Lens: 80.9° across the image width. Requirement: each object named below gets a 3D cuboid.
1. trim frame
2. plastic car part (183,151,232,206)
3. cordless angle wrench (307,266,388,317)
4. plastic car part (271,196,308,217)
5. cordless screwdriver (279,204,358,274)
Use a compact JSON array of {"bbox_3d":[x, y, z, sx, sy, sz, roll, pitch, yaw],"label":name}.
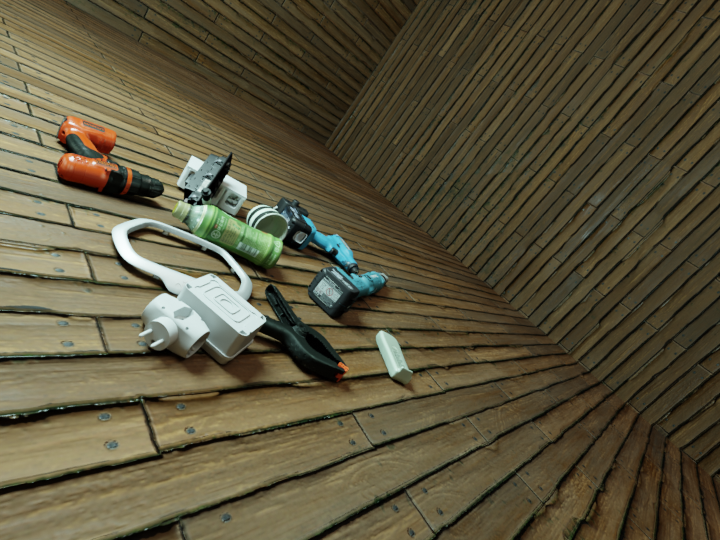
[{"bbox_3d":[-0.290,-0.016,0.709,0.236,0.027,0.194,27,18,-33],"label":"trim frame"},{"bbox_3d":[-0.333,-0.191,0.912,0.067,0.065,0.205,17,46,0],"label":"plastic car part"},{"bbox_3d":[0.003,0.036,1.068,0.101,0.074,0.409,41,15,14],"label":"cordless angle wrench"},{"bbox_3d":[-0.198,-0.171,1.233,0.111,0.071,0.069,31,16,-28],"label":"plastic car part"},{"bbox_3d":[-0.111,-0.073,1.134,0.235,0.074,0.168,26,19,-41],"label":"cordless screwdriver"}]
